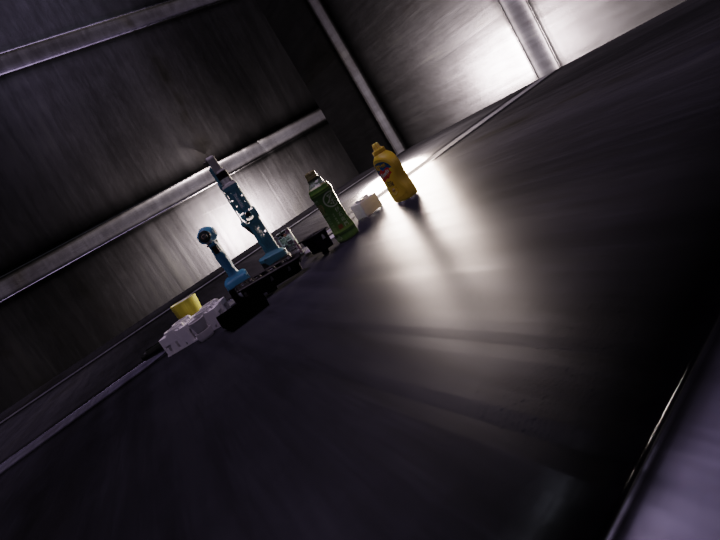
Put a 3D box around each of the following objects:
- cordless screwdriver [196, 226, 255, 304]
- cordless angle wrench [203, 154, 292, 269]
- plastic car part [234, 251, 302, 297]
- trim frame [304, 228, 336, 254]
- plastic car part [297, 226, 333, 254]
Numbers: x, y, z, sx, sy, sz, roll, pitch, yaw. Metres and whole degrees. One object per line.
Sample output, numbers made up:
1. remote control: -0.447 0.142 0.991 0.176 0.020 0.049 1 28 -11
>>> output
1. cordless screwdriver: -0.380 -0.015 1.197 0.074 0.245 0.163 -33 10 -9
2. cordless angle wrench: -0.350 -0.171 1.312 0.097 0.417 0.076 -33 8 -9
3. plastic car part: -0.238 0.018 1.145 0.201 0.066 0.068 -35 11 -14
4. trim frame: -0.108 -0.108 1.381 0.185 0.027 0.251 -30 14 7
5. plastic car part: -0.118 -0.077 1.207 0.065 0.070 0.120 -37 13 -26
